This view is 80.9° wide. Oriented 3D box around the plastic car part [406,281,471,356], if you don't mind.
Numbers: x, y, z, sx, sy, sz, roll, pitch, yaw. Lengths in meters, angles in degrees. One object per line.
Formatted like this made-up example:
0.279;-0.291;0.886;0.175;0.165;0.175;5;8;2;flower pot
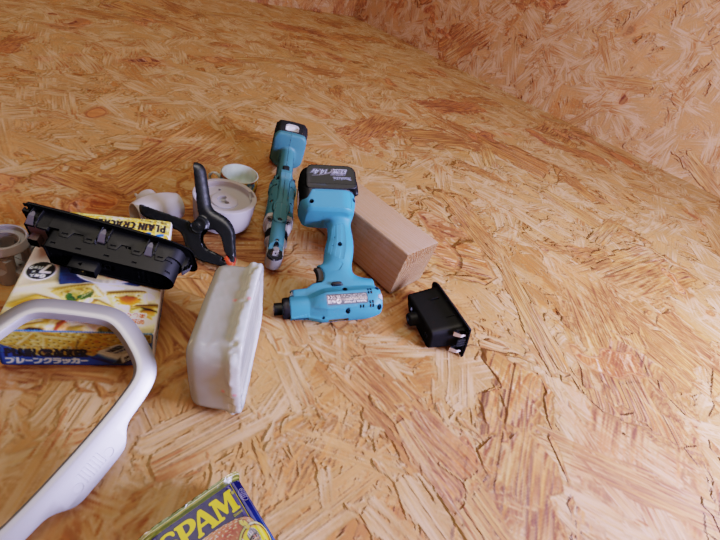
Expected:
0.110;0.076;0.661;0.069;0.064;0.122;-12;42;-16;plastic car part

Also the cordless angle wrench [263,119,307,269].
-0.152;-0.157;0.826;0.073;0.097;0.437;10;42;-14;cordless angle wrench

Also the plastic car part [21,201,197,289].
-0.299;-0.022;0.504;0.199;0.065;0.069;12;47;-10;plastic car part

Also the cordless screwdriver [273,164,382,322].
-0.065;-0.042;0.661;0.157;0.073;0.255;-5;68;-11;cordless screwdriver

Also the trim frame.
-0.310;0.133;0.388;0.185;0.027;0.248;32;53;2;trim frame
